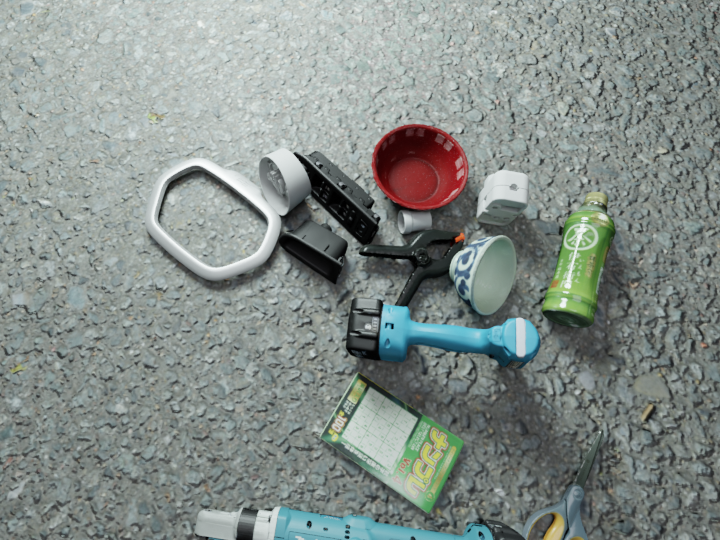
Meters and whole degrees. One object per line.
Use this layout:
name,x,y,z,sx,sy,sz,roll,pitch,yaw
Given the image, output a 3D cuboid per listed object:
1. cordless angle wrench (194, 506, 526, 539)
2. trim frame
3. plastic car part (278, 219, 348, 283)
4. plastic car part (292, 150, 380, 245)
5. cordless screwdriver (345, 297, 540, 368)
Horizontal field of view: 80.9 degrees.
cordless angle wrench,-0.006,0.354,0.544,0.427,0.072,0.099,6,72,5
trim frame,-0.251,-0.091,0.717,0.255,0.027,0.184,35,77,14
plastic car part,-0.067,-0.044,0.688,0.120,0.065,0.070,35,59,13
plastic car part,-0.039,-0.137,0.713,0.208,0.065,0.066,41,66,12
cordless screwdriver,0.110,0.101,0.607,0.256,0.152,0.075,4,69,16
